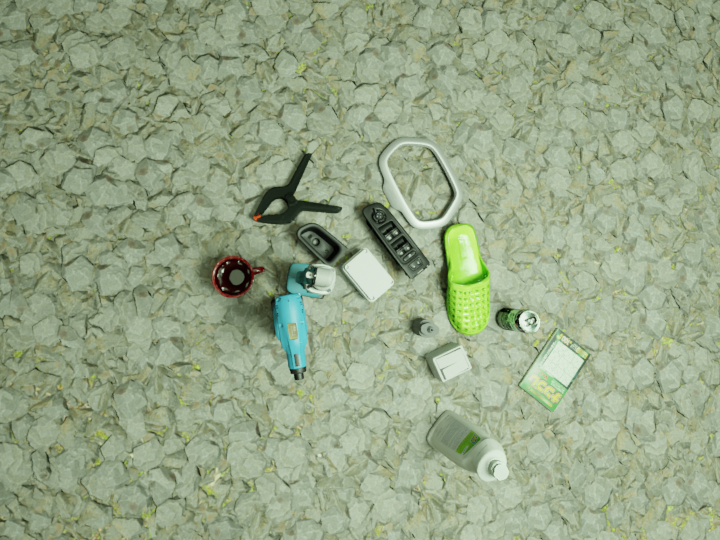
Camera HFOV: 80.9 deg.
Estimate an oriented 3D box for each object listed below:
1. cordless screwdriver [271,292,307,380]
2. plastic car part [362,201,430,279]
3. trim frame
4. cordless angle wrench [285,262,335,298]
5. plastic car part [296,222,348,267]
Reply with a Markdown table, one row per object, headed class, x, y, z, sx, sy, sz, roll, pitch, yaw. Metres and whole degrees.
| class | x | y | z | sx | sy | sz | roll | pitch | yaw |
| --- | --- | --- | --- | --- | --- | --- | --- | --- | --- |
| cordless screwdriver | -0.144 | 0.127 | 0.888 | 0.073 | 0.251 | 0.160 | -8 | 88 | -11 |
| plastic car part | 0.078 | -0.076 | 1.022 | 0.066 | 0.067 | 0.203 | -36 | 89 | -9 |
| trim frame | 0.149 | -0.222 | 1.063 | 0.183 | 0.027 | 0.249 | -27 | 87 | -7 |
| cordless angle wrench | -0.090 | 0.017 | 0.816 | 0.097 | 0.427 | 0.074 | 10 | 86 | -10 |
| plastic car part | -0.098 | -0.064 | 1.002 | 0.116 | 0.071 | 0.066 | 41 | 82 | -2 |
